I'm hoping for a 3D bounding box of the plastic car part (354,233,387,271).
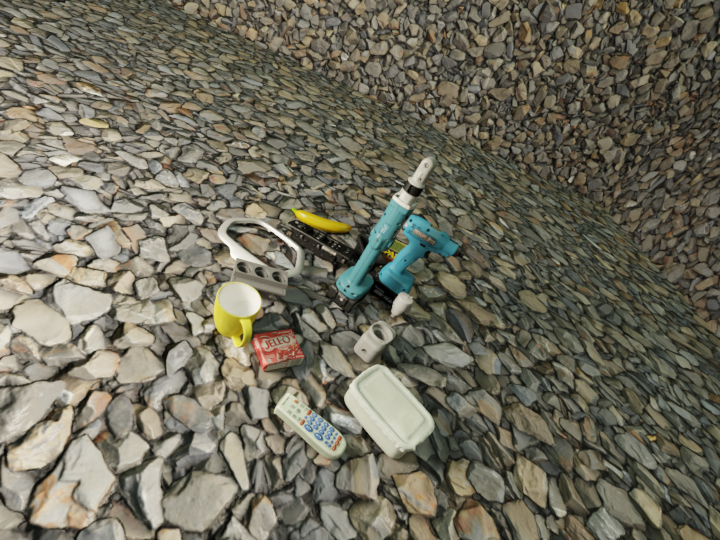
[{"bbox_3d":[0.016,-0.041,1.204,0.063,0.070,0.122,7,40,-29],"label":"plastic car part"}]

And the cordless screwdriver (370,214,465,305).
[{"bbox_3d":[0.140,-0.010,1.091,0.161,0.248,0.074,34,34,5],"label":"cordless screwdriver"}]

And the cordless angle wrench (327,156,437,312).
[{"bbox_3d":[0.050,-0.075,0.962,0.076,0.421,0.095,40,35,12],"label":"cordless angle wrench"}]

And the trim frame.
[{"bbox_3d":[-0.252,-0.062,1.091,0.254,0.027,0.181,35,35,11],"label":"trim frame"}]

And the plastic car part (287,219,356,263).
[{"bbox_3d":[-0.114,-0.074,1.165,0.206,0.067,0.065,34,35,8],"label":"plastic car part"}]
